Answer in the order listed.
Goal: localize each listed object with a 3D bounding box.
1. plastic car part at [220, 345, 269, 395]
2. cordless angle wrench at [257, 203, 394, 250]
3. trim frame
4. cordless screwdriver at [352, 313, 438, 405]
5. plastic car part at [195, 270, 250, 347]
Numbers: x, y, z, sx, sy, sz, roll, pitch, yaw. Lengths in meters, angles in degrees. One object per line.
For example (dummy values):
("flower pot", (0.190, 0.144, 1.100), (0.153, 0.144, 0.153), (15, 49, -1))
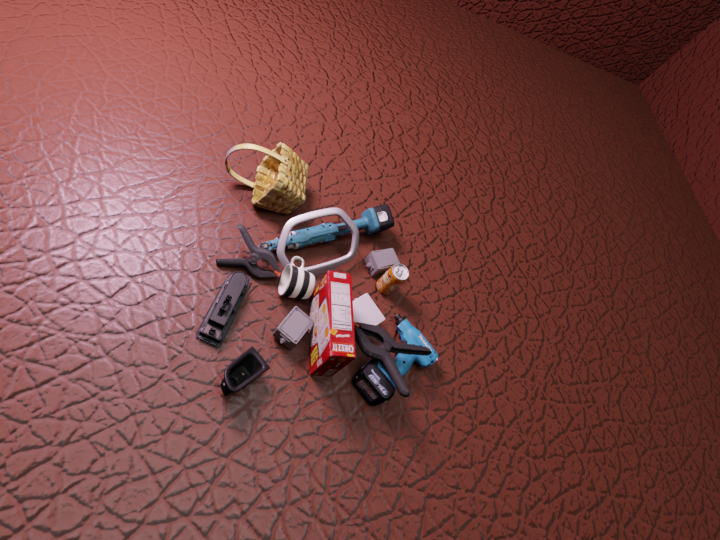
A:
("plastic car part", (-0.273, 0.237, 0.951), (0.067, 0.071, 0.114), (47, 38, 7))
("cordless angle wrench", (-0.099, -0.112, 1.234), (0.411, 0.100, 0.075), (-17, 87, -25))
("trim frame", (-0.115, -0.075, 1.171), (0.242, 0.029, 0.181), (-17, 105, -22))
("cordless screwdriver", (0.082, 0.226, 1.107), (0.242, 0.074, 0.163), (-28, 73, -38))
("plastic car part", (-0.329, 0.078, 1.036), (0.066, 0.066, 0.206), (21, 52, -4))
